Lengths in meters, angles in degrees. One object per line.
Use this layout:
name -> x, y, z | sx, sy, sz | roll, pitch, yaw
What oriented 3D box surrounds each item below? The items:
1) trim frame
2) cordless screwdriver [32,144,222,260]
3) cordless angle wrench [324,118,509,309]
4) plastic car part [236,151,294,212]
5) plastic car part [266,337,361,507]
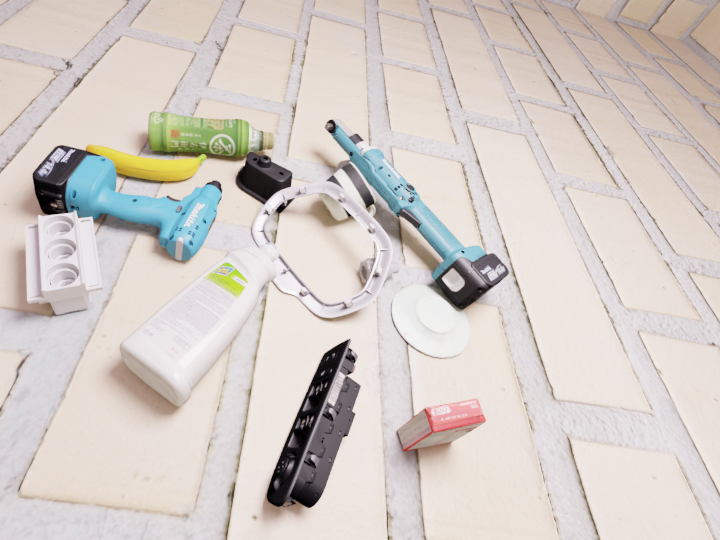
trim frame -> -0.065, -0.042, 0.663 | 0.183, 0.026, 0.258 | -39, 68, -6
cordless screwdriver -> -0.345, -0.119, 0.654 | 0.246, 0.074, 0.162 | 19, 48, -7
cordless angle wrench -> 0.073, -0.127, 0.749 | 0.094, 0.074, 0.438 | -19, 63, -44
plastic car part -> -0.167, -0.168, 0.748 | 0.118, 0.070, 0.066 | 32, 47, 5
plastic car part -> -0.047, 0.182, 0.500 | 0.065, 0.068, 0.203 | 44, 45, -16
